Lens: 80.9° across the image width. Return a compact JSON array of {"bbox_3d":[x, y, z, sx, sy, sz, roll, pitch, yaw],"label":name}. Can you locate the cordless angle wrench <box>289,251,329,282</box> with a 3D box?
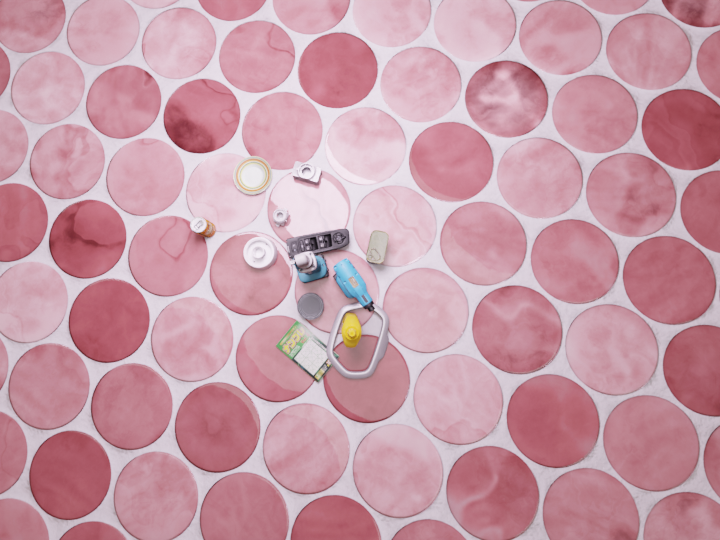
[{"bbox_3d":[-0.144,-0.014,1.172,0.098,0.420,0.075,-16,87,-3],"label":"cordless angle wrench"}]

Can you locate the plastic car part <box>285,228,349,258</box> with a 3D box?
[{"bbox_3d":[-0.133,-0.087,1.357,0.203,0.066,0.067,-12,85,1],"label":"plastic car part"}]

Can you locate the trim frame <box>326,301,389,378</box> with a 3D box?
[{"bbox_3d":[-0.005,0.217,1.334,0.186,0.027,0.249,17,84,5],"label":"trim frame"}]

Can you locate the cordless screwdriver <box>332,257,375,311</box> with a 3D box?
[{"bbox_3d":[-0.017,0.048,1.245,0.074,0.247,0.161,-34,87,-4],"label":"cordless screwdriver"}]
